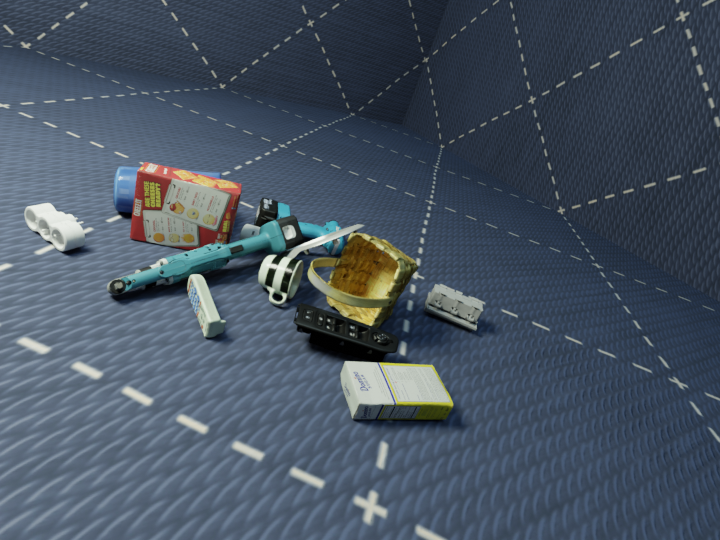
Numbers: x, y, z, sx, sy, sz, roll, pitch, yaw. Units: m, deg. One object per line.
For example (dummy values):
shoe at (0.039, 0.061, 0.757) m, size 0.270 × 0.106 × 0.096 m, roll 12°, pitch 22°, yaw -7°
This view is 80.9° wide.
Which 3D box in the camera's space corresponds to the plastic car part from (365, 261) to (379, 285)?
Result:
plastic car part at (0.016, 0.012, 1.044) m, size 0.073 × 0.066 × 0.113 m, roll 46°, pitch 39°, yaw 17°

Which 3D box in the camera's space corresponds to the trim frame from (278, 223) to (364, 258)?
trim frame at (-0.096, -0.063, 0.985) m, size 0.179 × 0.027 × 0.258 m, roll -25°, pitch 10°, yaw -34°

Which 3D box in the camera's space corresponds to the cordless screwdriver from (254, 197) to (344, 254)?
cordless screwdriver at (-0.165, -0.130, 1.171) m, size 0.244 × 0.074 × 0.164 m, roll 17°, pitch 27°, yaw -12°

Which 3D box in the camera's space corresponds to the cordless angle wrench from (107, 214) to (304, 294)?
cordless angle wrench at (-0.305, -0.029, 0.880) m, size 0.409 × 0.074 × 0.102 m, roll -24°, pitch 7°, yaw -41°

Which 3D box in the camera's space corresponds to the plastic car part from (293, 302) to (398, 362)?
plastic car part at (-0.029, 0.126, 0.791) m, size 0.203 × 0.066 × 0.067 m, roll 14°, pitch 21°, yaw -1°
